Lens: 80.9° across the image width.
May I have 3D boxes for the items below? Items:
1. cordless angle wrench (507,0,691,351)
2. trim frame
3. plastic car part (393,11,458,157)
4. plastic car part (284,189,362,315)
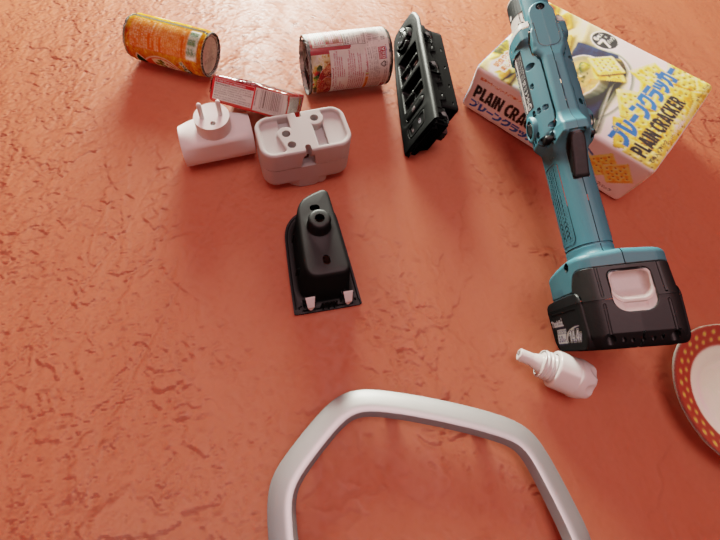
[{"bbox_3d":[0.195,-0.141,0.412,0.075,0.095,0.431,-8,74,7],"label":"cordless angle wrench"},{"bbox_3d":[0.051,0.194,0.322,0.249,0.027,0.187,10,63,1],"label":"trim frame"},{"bbox_3d":[0.080,-0.233,0.514,0.065,0.066,0.209,0,63,-16],"label":"plastic car part"},{"bbox_3d":[-0.039,-0.026,0.402,0.065,0.070,0.120,-9,68,-11],"label":"plastic car part"}]
